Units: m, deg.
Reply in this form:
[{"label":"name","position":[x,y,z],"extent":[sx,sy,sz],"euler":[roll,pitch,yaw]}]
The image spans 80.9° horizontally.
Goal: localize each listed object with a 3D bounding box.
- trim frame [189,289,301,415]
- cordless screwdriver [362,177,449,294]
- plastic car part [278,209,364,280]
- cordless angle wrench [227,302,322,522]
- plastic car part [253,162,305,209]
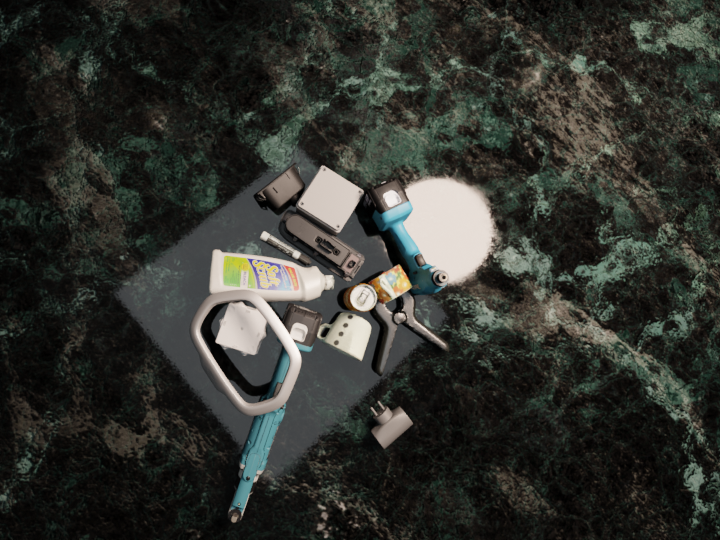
[{"label":"trim frame","position":[-0.221,0.151,0.798],"extent":[0.185,0.027,0.253],"euler":[-39,81,5]},{"label":"cordless screwdriver","position":[0.096,-0.068,0.863],"extent":[0.074,0.159,0.252],"euler":[-25,84,-11]},{"label":"plastic car part","position":[-0.088,-0.057,0.898],"extent":[0.204,0.066,0.066],"euler":[34,88,3]},{"label":"cordless angle wrench","position":[-0.178,0.277,0.832],"extent":[0.074,0.098,0.424],"euler":[19,85,-6]},{"label":"plastic car part","position":[-0.164,-0.173,0.912],"extent":[0.115,0.068,0.069],"euler":[-38,105,-12]}]
